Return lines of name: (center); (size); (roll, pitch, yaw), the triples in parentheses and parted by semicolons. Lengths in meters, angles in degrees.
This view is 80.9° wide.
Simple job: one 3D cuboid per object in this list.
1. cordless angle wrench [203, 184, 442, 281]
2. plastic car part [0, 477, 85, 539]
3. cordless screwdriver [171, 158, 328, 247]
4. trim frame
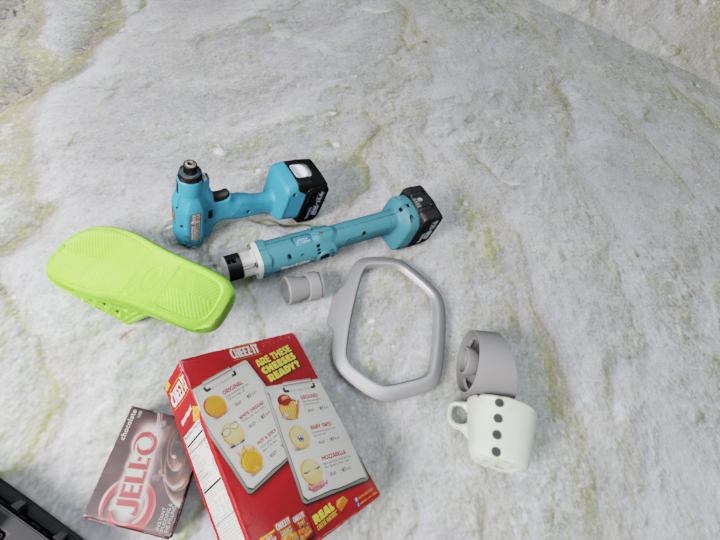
cordless angle wrench: (-0.066, -0.043, 0.677); (0.412, 0.097, 0.077); (-18, 66, -22)
plastic car part: (-0.341, 0.250, 0.402); (0.205, 0.066, 0.066); (30, 45, 5)
cordless screwdriver: (-0.171, -0.125, 0.665); (0.241, 0.158, 0.077); (-19, 64, -29)
trim frame: (0.043, 0.079, 0.651); (0.183, 0.027, 0.253); (16, 53, -4)
